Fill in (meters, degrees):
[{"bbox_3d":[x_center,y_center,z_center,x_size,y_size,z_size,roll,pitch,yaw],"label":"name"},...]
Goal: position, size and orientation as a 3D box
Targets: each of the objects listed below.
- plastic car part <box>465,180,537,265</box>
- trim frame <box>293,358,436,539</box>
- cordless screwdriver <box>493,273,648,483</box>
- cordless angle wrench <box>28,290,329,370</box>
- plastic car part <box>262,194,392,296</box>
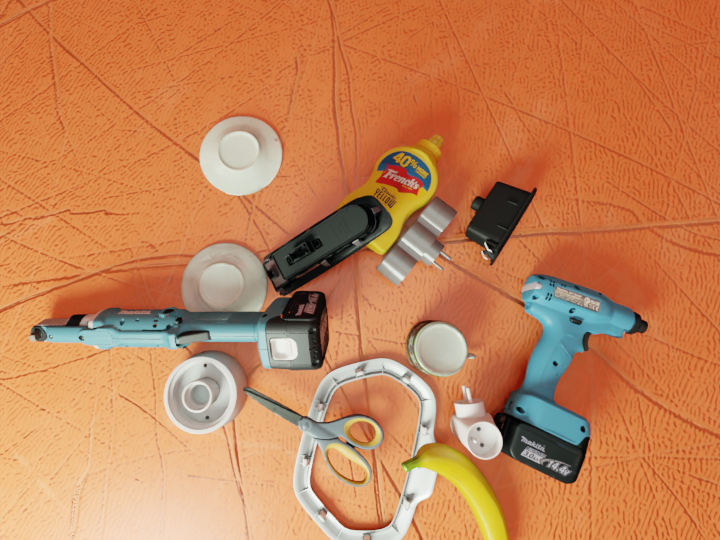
[{"bbox_3d":[0.192,-0.078,0.608,0.074,0.063,0.116,28,79,18],"label":"plastic car part"},{"bbox_3d":[0.011,0.244,0.573,0.186,0.027,0.250,16,79,4],"label":"trim frame"},{"bbox_3d":[0.275,0.142,0.557,0.161,0.073,0.250,19,78,4],"label":"cordless screwdriver"},{"bbox_3d":[-0.258,0.080,0.580,0.430,0.098,0.073,-1,110,10],"label":"cordless angle wrench"},{"bbox_3d":[-0.056,-0.037,0.573,0.206,0.064,0.068,-29,76,18],"label":"plastic car part"}]
